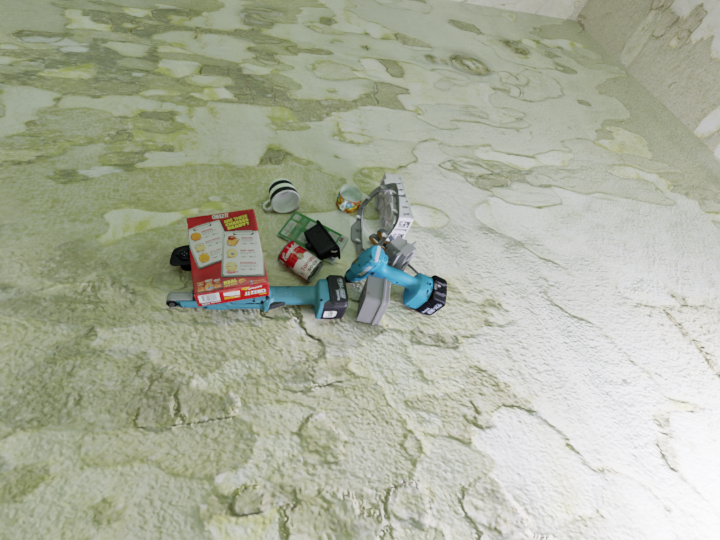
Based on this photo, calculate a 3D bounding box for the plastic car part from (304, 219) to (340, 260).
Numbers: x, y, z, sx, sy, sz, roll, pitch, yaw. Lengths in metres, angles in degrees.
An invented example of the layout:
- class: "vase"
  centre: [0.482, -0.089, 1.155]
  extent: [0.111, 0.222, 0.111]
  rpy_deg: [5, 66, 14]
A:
- class: "plastic car part"
  centre: [-0.112, -0.073, 1.148]
  extent: [0.070, 0.064, 0.122]
  rpy_deg: [-32, 64, -15]

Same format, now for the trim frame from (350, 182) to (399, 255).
- class: "trim frame"
  centre: [0.039, -0.149, 1.190]
  extent: [0.026, 0.188, 0.256]
  rpy_deg: [29, 44, -31]

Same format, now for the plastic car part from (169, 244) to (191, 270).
- class: "plastic car part"
  centre: [-0.371, -0.035, 1.061]
  extent: [0.199, 0.066, 0.068]
  rpy_deg: [-4, 62, -11]

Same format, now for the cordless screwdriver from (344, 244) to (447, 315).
- class: "cordless screwdriver"
  centre: [0.087, 0.034, 1.092]
  extent: [0.243, 0.161, 0.075]
  rpy_deg: [28, 53, -14]

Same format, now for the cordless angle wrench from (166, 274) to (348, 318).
- class: "cordless angle wrench"
  centre: [-0.244, 0.065, 1.016]
  extent: [0.416, 0.073, 0.101]
  rpy_deg: [0, 53, -11]
